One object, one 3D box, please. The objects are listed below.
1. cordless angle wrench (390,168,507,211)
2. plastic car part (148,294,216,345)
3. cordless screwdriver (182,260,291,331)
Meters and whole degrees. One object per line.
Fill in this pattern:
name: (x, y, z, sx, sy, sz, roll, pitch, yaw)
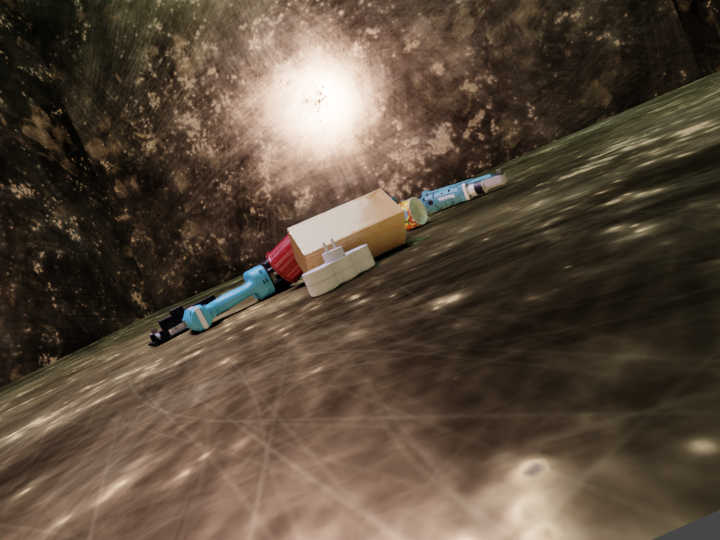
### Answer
cordless angle wrench: (0.215, -0.206, 1.239, 0.440, 0.097, 0.072, -12, 11, 41)
plastic car part: (-0.422, 0.115, 1.031, 0.197, 0.067, 0.068, -26, -2, -38)
cordless screwdriver: (-0.287, 0.058, 0.964, 0.243, 0.073, 0.164, -32, 10, -28)
